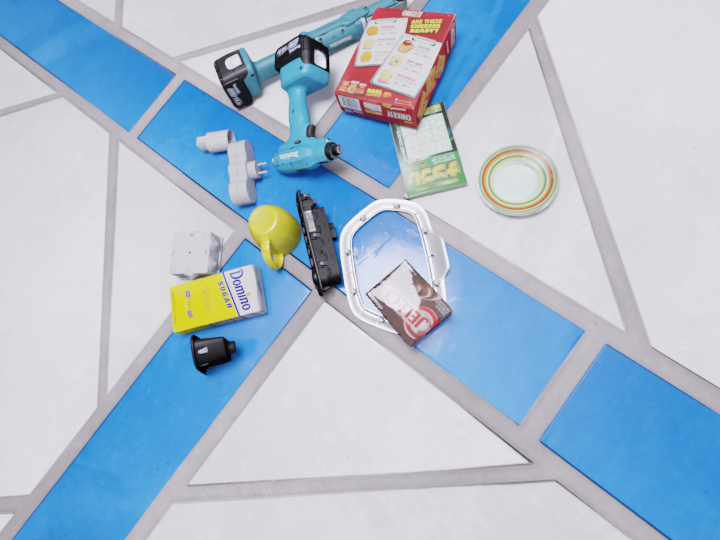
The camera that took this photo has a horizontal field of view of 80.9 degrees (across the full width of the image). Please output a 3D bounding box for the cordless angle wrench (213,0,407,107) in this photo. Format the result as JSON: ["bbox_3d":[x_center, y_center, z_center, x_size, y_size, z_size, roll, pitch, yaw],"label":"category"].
[{"bbox_3d":[-0.098,-0.479,0.892,0.424,0.095,0.076,-24,73,3],"label":"cordless angle wrench"}]

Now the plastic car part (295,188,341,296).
[{"bbox_3d":[-0.076,-0.050,0.779,0.066,0.066,0.208,-6,70,-16],"label":"plastic car part"}]

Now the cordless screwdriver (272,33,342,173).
[{"bbox_3d":[-0.097,-0.314,0.803,0.167,0.071,0.249,0,87,41],"label":"cordless screwdriver"}]

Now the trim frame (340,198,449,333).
[{"bbox_3d":[0.058,-0.014,0.747,0.187,0.026,0.254,-11,71,10],"label":"trim frame"}]

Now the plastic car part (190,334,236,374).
[{"bbox_3d":[-0.257,0.143,0.750,0.069,0.116,0.067,-9,74,-16],"label":"plastic car part"}]
